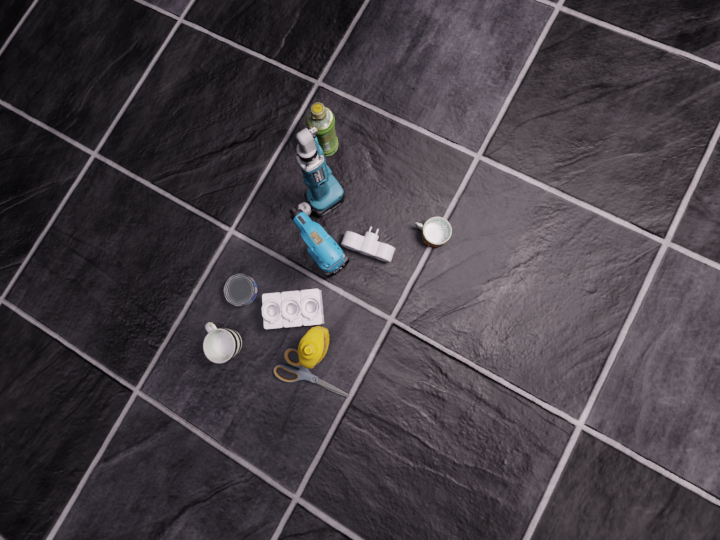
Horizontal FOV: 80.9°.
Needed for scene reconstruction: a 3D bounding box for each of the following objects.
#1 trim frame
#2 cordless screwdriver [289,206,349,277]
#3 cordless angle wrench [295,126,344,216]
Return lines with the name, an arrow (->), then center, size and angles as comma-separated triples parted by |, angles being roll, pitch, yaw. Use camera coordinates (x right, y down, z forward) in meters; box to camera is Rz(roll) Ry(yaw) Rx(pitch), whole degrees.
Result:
trim frame -> -0.207, 0.314, 1.081 | 0.251, 0.027, 0.186 | -2, 80, 6
cordless screwdriver -> -0.100, -0.066, 1.025 | 0.074, 0.245, 0.162 | -39, 82, -3
cordless angle wrench -> -0.100, -0.219, 0.965 | 0.098, 0.416, 0.075 | -34, 84, -3
